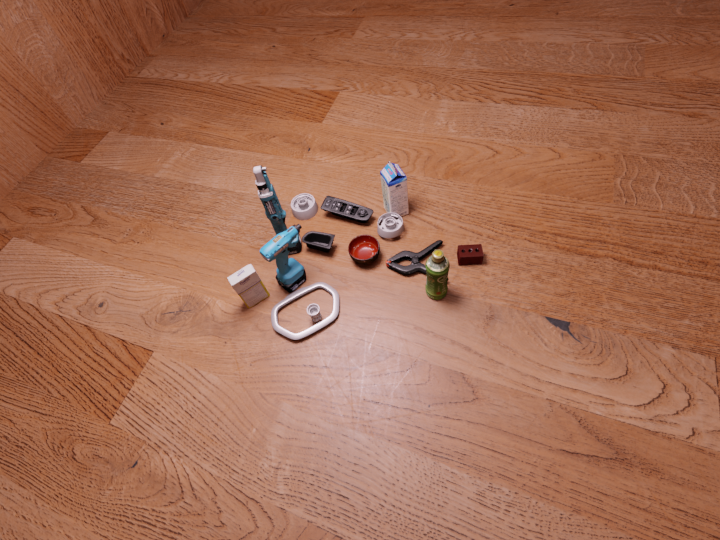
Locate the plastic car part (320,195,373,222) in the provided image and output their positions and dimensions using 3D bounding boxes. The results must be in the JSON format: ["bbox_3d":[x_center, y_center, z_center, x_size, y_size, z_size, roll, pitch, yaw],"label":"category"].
[{"bbox_3d":[-0.050,-0.225,1.628,0.211,0.064,0.066,17,60,22],"label":"plastic car part"}]

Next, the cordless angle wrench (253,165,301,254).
[{"bbox_3d":[-0.294,-0.201,1.456,0.098,0.405,0.077,-10,55,2],"label":"cordless angle wrench"}]

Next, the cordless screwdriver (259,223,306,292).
[{"bbox_3d":[-0.240,-0.042,1.437,0.078,0.238,0.158,37,69,28],"label":"cordless screwdriver"}]

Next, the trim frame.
[{"bbox_3d":[-0.186,0.133,1.434,0.246,0.026,0.194,-30,55,-9],"label":"trim frame"}]

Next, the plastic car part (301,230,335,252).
[{"bbox_3d":[-0.153,-0.100,1.562,0.120,0.068,0.066,11,59,19],"label":"plastic car part"}]
